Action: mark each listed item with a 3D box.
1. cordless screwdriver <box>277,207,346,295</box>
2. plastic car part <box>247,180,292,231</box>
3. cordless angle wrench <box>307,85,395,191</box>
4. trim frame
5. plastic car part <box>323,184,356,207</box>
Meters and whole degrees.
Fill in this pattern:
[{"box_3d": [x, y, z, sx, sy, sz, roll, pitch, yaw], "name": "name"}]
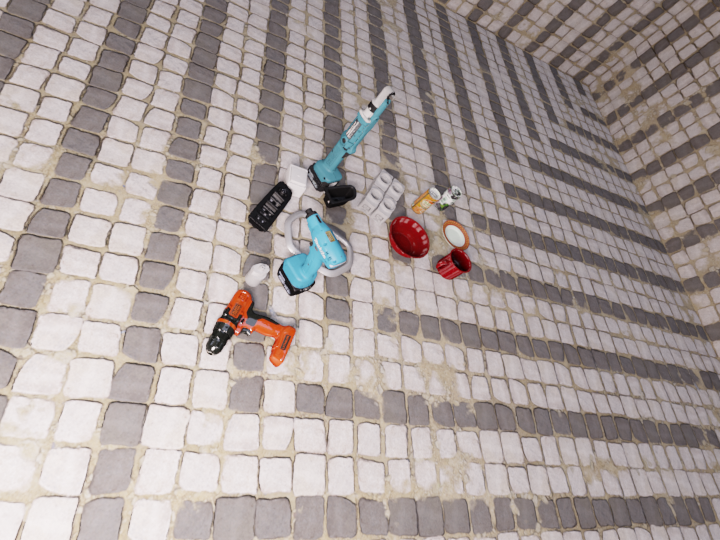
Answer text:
[{"box_3d": [-0.141, -0.042, 1.101, 0.072, 0.252, 0.163, -19, 76, -39], "name": "cordless screwdriver"}, {"box_3d": [-0.263, -0.183, 1.235, 0.065, 0.068, 0.203, 36, 51, -10], "name": "plastic car part"}, {"box_3d": [-0.030, -0.387, 1.259, 0.072, 0.429, 0.100, -21, 78, -39], "name": "cordless angle wrench"}, {"box_3d": [-0.125, -0.082, 1.280, 0.244, 0.028, 0.186, 32, 51, -10], "name": "trim frame"}, {"box_3d": [-0.073, -0.234, 1.374, 0.112, 0.072, 0.068, -13, 72, -36], "name": "plastic car part"}]
